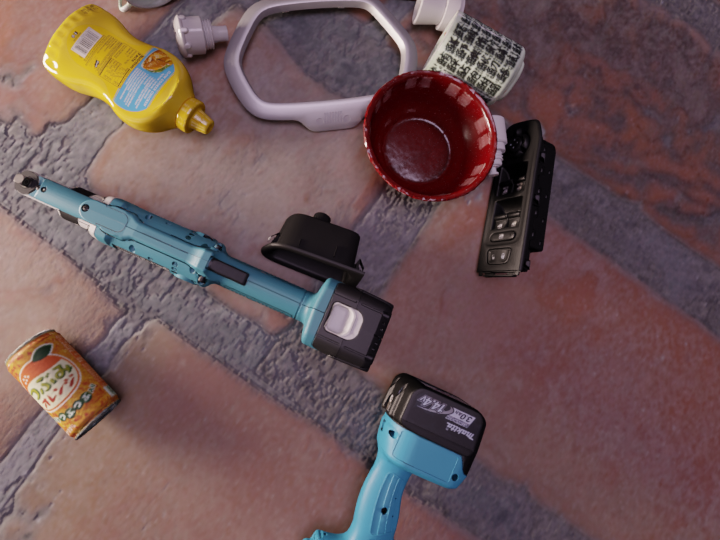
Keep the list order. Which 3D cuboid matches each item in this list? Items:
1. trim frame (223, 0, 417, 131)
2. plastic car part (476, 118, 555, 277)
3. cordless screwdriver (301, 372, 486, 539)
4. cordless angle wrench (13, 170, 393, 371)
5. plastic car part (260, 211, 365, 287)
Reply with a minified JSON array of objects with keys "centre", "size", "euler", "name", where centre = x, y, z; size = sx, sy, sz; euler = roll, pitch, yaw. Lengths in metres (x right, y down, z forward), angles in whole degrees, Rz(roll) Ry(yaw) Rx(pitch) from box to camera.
[{"centre":[-0.048,-0.268,0.537],"size":[0.245,0.027,0.186],"euler":[-9,81,-9],"name":"trim frame"},{"centre":[0.200,-0.087,0.516],"size":[0.065,0.068,0.204],"euler":[12,80,-17],"name":"plastic car part"},{"centre":[0.051,0.249,0.444],"size":[0.159,0.074,0.249],"euler":[30,83,-2],"name":"cordless screwdriver"},{"centre":[-0.177,-0.013,0.458],"size":[0.425,0.097,0.074],"euler":[24,80,2],"name":"cordless angle wrench"},{"centre":[-0.048,-0.031,0.488],"size":[0.117,0.065,0.071],"euler":[24,65,0],"name":"plastic car part"}]
